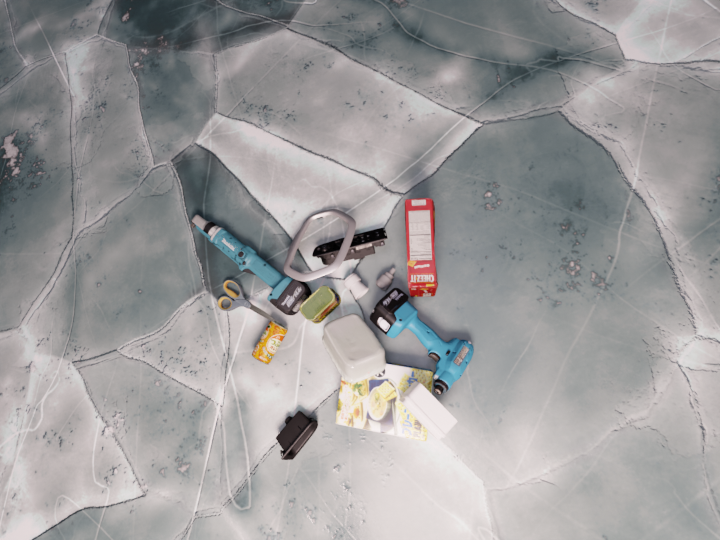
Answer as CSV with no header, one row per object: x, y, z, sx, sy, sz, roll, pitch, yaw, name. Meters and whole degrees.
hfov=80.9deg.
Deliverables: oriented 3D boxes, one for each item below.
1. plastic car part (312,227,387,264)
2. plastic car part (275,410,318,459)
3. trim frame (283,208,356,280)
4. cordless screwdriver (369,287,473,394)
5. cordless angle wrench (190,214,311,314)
-0.028,-0.059,1.130,0.205,0.064,0.068,-11,37,6,plastic car part
-0.164,0.401,1.052,0.074,0.063,0.116,33,82,29,plastic car part
-0.109,-0.071,1.117,0.192,0.026,0.251,2,55,25,trim frame
0.134,0.165,1.003,0.257,0.073,0.156,37,49,15,cordless screwdriver
-0.324,-0.037,1.182,0.439,0.072,0.098,36,85,19,cordless angle wrench
